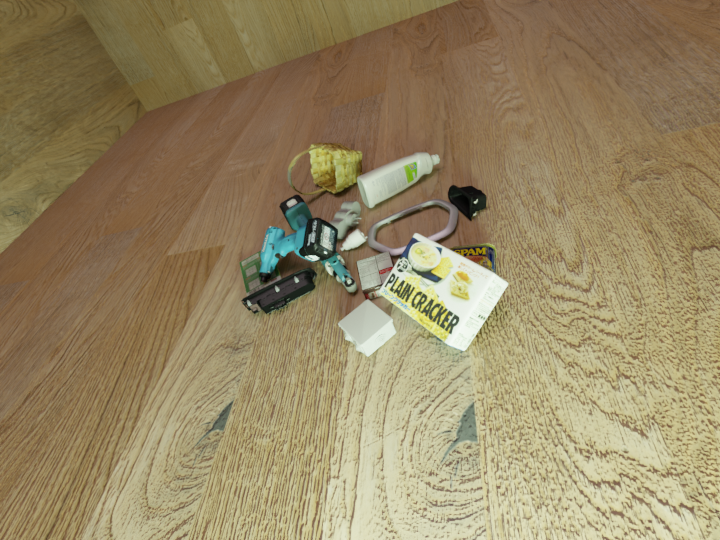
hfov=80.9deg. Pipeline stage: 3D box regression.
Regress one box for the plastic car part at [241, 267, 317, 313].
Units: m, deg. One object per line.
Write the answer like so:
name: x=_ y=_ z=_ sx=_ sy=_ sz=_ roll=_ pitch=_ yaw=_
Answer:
plastic car part: x=-0.200 y=0.058 z=1.086 sx=0.202 sy=0.063 sz=0.071 roll=-30 pitch=49 yaw=-5

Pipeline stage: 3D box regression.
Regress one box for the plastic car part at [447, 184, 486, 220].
plastic car part: x=0.285 y=-0.190 z=1.099 sx=0.070 sy=0.064 sz=0.122 roll=-13 pitch=36 yaw=-8

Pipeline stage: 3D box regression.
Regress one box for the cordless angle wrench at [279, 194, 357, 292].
cordless angle wrench: x=-0.115 y=-0.075 z=1.172 sx=0.074 sy=0.093 sz=0.447 roll=-31 pitch=44 yaw=-8

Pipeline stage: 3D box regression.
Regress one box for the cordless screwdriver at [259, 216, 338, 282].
cordless screwdriver: x=-0.178 y=-0.049 z=1.113 sx=0.260 sy=0.070 sz=0.161 roll=-6 pitch=66 yaw=42

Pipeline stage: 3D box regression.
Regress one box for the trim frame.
trim frame: x=0.137 y=-0.117 z=1.119 sx=0.250 sy=0.026 sz=0.192 roll=-24 pitch=41 yaw=5
